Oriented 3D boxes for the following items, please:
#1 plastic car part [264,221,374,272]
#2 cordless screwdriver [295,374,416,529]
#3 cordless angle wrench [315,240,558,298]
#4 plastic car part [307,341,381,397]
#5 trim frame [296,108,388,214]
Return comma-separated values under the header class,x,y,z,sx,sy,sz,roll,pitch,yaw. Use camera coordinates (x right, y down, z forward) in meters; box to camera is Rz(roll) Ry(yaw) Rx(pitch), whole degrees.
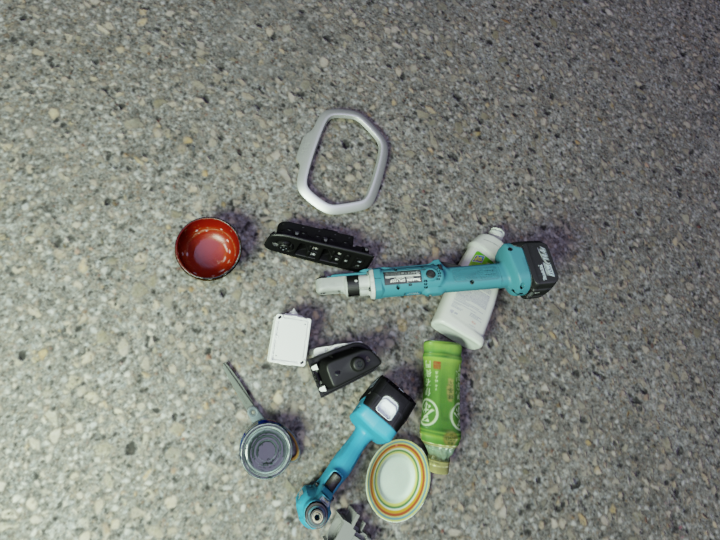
class,x,y,z,sx,sy,sz,roll,pitch,yaw
plastic car part,-0.078,-0.051,0.800,0.199,0.066,0.068,9,65,-10
cordless screwdriver,-0.010,0.286,0.668,0.076,0.157,0.247,38,68,7
cordless angle wrench,0.128,0.015,0.782,0.425,0.072,0.101,-5,63,2
plastic car part,-0.018,0.155,0.689,0.115,0.071,0.067,-20,83,-15
trim frame,-0.038,-0.228,0.877,0.181,0.028,0.251,18,74,-8
